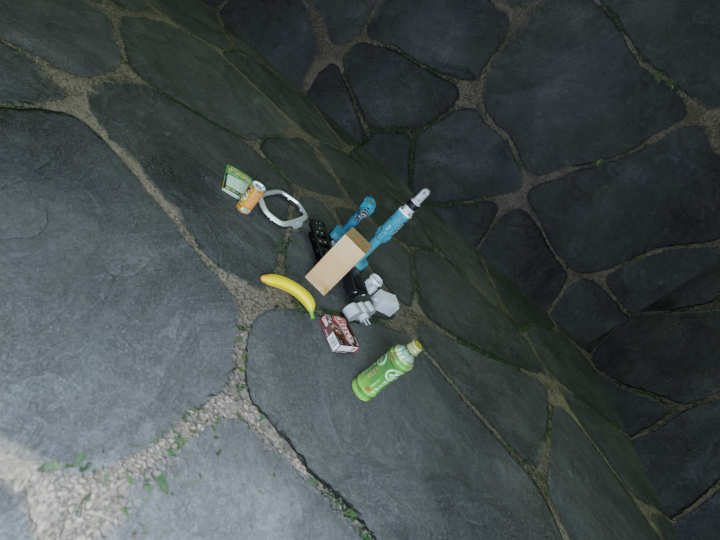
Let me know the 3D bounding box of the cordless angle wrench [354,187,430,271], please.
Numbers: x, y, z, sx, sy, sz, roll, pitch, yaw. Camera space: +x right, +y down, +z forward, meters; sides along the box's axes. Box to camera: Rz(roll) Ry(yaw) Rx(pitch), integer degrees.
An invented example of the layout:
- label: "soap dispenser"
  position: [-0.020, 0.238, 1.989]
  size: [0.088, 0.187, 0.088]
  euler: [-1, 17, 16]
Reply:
- label: "cordless angle wrench"
  position: [0.083, -0.128, 1.467]
  size: [0.076, 0.426, 0.095]
  euler: [49, 26, 7]

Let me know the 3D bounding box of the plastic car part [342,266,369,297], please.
- label: "plastic car part"
  position: [-0.029, 0.047, 1.447]
  size: [0.062, 0.071, 0.122]
  euler: [22, 33, -37]

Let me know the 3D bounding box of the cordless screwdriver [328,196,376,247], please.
- label: "cordless screwdriver"
  position: [-0.042, -0.156, 1.537]
  size: [0.073, 0.251, 0.160]
  euler: [41, 26, -9]

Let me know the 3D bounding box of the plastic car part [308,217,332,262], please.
- label: "plastic car part"
  position: [-0.148, -0.097, 1.509]
  size: [0.063, 0.067, 0.213]
  euler: [20, 33, -40]

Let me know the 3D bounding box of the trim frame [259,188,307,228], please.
- label: "trim frame"
  position: [-0.287, -0.229, 1.567]
  size: [0.187, 0.028, 0.243]
  euler: [45, 26, 6]
